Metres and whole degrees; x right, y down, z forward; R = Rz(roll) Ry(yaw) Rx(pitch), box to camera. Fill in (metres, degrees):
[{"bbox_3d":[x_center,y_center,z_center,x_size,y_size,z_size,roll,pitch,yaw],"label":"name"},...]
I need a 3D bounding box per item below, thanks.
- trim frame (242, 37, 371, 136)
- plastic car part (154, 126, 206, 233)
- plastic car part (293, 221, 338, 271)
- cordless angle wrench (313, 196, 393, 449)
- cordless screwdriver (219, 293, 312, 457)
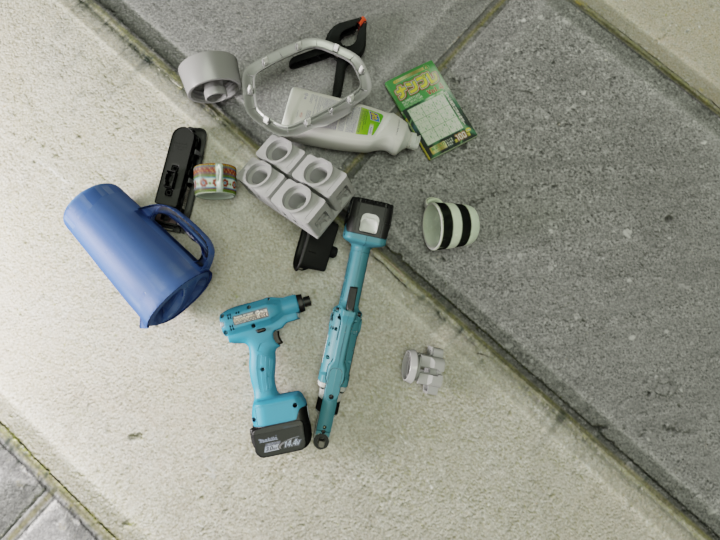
[{"bbox_3d":[-0.094,-0.331,0.751,0.245,0.027,0.188,-34,79,-20],"label":"trim frame"},{"bbox_3d":[-0.333,-0.175,0.767,0.067,0.066,0.204,10,79,5],"label":"plastic car part"},{"bbox_3d":[-0.074,-0.048,0.758,0.069,0.068,0.117,14,85,-17],"label":"plastic car part"},{"bbox_3d":[-0.026,0.089,0.727,0.074,0.098,0.424,12,86,-4],"label":"cordless angle wrench"},{"bbox_3d":[-0.134,0.168,0.716,0.158,0.073,0.253,-16,79,-5],"label":"cordless screwdriver"}]
